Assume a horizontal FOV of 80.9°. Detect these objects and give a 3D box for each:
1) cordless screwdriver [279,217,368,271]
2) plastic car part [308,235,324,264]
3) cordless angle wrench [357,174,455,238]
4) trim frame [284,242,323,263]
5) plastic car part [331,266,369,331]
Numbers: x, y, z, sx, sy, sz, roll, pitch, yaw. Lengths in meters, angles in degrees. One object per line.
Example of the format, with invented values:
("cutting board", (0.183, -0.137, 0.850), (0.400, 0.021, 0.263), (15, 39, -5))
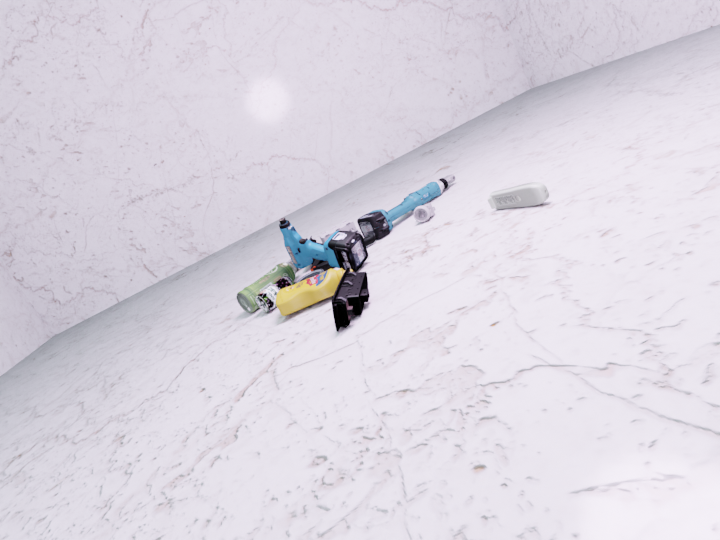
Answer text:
("cordless screwdriver", (-0.110, -0.072, 1.127), (0.261, 0.153, 0.073), (4, 38, 40))
("plastic car part", (-0.142, -0.050, 1.335), (0.072, 0.064, 0.118), (6, 33, 5))
("cordless angle wrench", (0.172, -0.224, 1.370), (0.414, 0.073, 0.102), (-34, 16, -29))
("trim frame", (-0.214, -0.035, 1.464), (0.192, 0.027, 0.243), (-7, 24, 47))
("plastic car part", (-0.015, 0.044, 0.860), (0.068, 0.065, 0.205), (-14, 18, 9))
